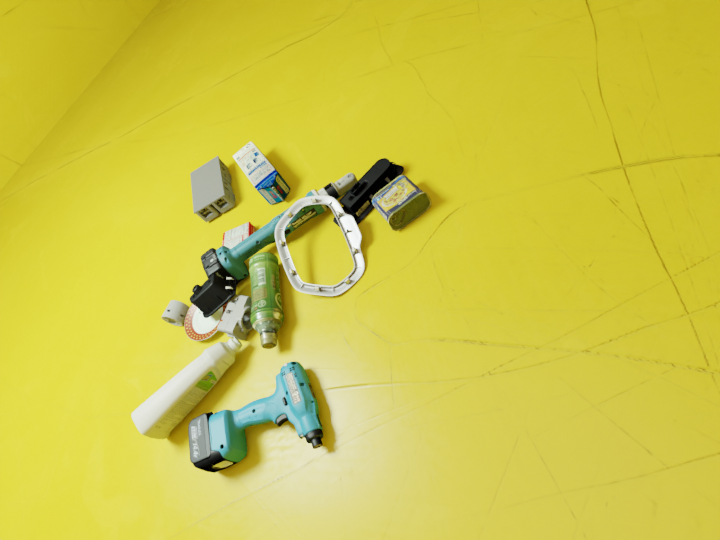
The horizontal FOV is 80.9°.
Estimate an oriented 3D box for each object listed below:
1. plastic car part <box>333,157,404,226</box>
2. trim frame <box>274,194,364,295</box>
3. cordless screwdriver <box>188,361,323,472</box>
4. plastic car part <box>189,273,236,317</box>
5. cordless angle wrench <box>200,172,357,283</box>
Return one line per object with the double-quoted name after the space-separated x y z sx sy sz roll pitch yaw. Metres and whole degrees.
0.012 -0.187 0.979 0.202 0.063 0.070 -45 43 -7 "plastic car part"
-0.091 -0.060 0.932 0.184 0.026 0.258 -23 65 2 "trim frame"
-0.190 0.294 0.778 0.249 0.070 0.167 -31 51 3 "cordless screwdriver"
-0.349 0.054 0.973 0.117 0.067 0.069 -38 32 13 "plastic car part"
-0.187 -0.108 1.021 0.423 0.093 0.078 -34 54 1 "cordless angle wrench"
